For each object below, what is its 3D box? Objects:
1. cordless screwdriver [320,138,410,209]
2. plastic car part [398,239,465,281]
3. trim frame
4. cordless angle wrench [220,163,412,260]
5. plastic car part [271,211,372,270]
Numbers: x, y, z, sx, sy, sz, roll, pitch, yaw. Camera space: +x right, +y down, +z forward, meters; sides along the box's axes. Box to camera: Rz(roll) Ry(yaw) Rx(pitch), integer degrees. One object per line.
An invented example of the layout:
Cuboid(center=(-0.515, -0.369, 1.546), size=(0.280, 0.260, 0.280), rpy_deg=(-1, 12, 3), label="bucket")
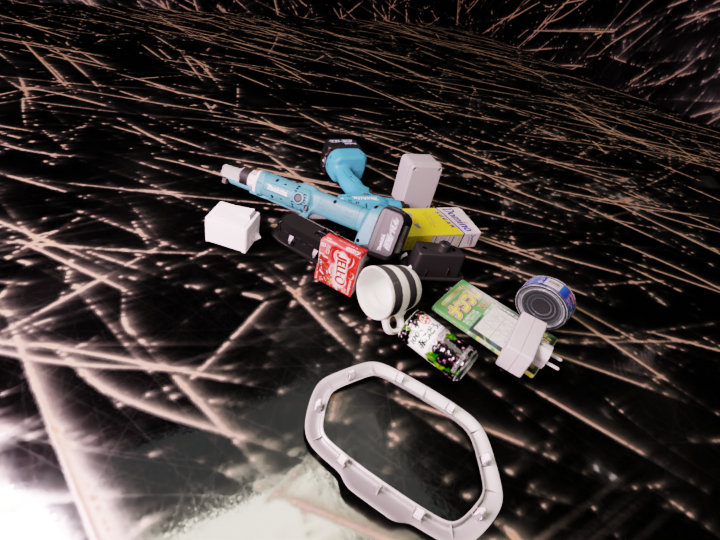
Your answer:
Cuboid(center=(0.002, -0.203, 0.955), size=(0.155, 0.073, 0.260), rpy_deg=(-3, 45, -17), label="cordless screwdriver")
Cuboid(center=(0.138, -0.023, 0.772), size=(0.115, 0.069, 0.068), rpy_deg=(2, 41, -7), label="plastic car part")
Cuboid(center=(0.051, 0.206, 0.516), size=(0.257, 0.027, 0.181), rpy_deg=(28, 44, 18), label="trim frame")
Cuboid(center=(-0.111, -0.140, 0.840), size=(0.440, 0.097, 0.072), rpy_deg=(24, 11, 21), label="cordless angle wrench")
Cuboid(center=(-0.075, -0.049, 0.766), size=(0.211, 0.065, 0.066), rpy_deg=(26, 52, 21), label="plastic car part")
